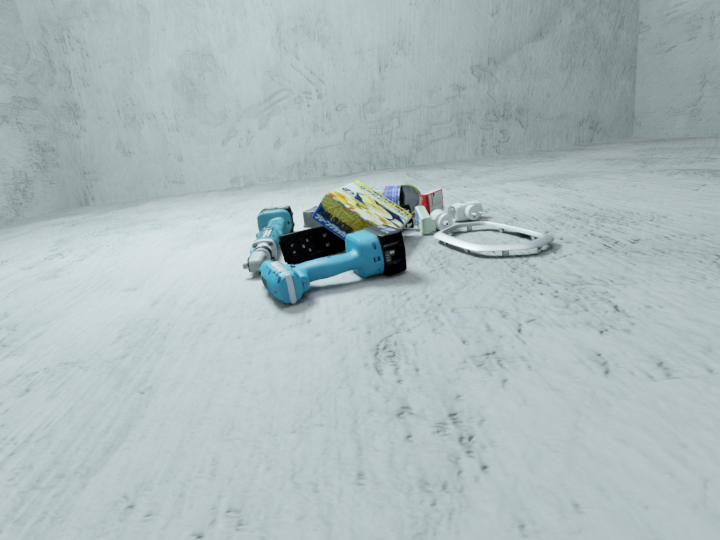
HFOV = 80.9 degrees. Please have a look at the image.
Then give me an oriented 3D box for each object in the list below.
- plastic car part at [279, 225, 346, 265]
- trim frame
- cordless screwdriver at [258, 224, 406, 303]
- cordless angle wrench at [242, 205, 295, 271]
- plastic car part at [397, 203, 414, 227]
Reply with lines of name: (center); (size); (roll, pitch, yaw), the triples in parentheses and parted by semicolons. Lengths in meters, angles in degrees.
plastic car part: (-0.090, -0.059, 0.924); (0.196, 0.067, 0.068); (-19, -5, -31)
trim frame: (0.263, -0.069, 0.858); (0.180, 0.027, 0.258); (-13, 17, -17)
cordless screwdriver: (-0.055, -0.017, 0.749); (0.243, 0.073, 0.166); (-18, 20, -20)
cordless angle wrench: (-0.218, -0.078, 1.012); (0.098, 0.073, 0.432); (-8, 20, -2)
plastic car part: (0.064, -0.120, 1.057); (0.121, 0.064, 0.070); (-1, 31, 29)
